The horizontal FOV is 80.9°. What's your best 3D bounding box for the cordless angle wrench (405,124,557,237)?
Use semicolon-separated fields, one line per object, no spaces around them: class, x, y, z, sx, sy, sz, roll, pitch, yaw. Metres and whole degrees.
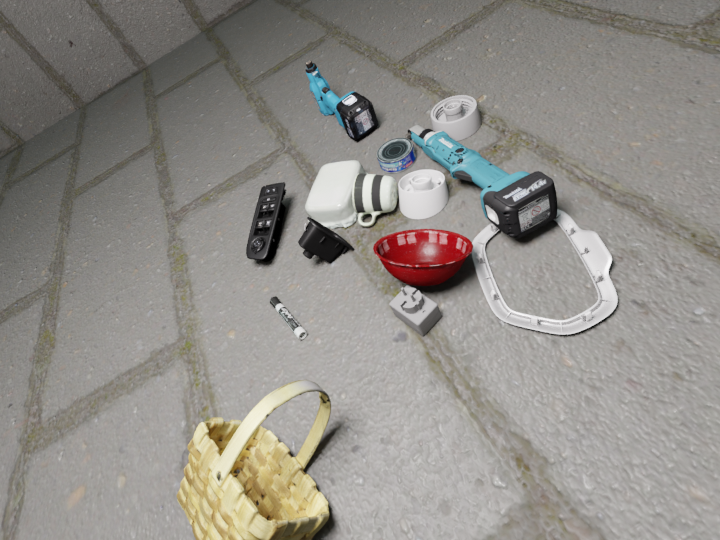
cordless angle wrench;0.200;-0.212;0.828;0.098;0.071;0.444;-30;40;0

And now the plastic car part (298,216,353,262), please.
plastic car part;-0.081;-0.053;0.833;0.070;0.110;0.071;42;102;43

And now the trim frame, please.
trim frame;0.279;-0.011;0.662;0.188;0.026;0.257;-16;47;14

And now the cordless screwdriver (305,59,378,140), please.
cordless screwdriver;-0.062;-0.450;1.107;0.074;0.151;0.263;-36;48;-6

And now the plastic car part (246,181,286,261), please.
plastic car part;-0.209;-0.102;0.957;0.068;0.064;0.207;-2;57;16
